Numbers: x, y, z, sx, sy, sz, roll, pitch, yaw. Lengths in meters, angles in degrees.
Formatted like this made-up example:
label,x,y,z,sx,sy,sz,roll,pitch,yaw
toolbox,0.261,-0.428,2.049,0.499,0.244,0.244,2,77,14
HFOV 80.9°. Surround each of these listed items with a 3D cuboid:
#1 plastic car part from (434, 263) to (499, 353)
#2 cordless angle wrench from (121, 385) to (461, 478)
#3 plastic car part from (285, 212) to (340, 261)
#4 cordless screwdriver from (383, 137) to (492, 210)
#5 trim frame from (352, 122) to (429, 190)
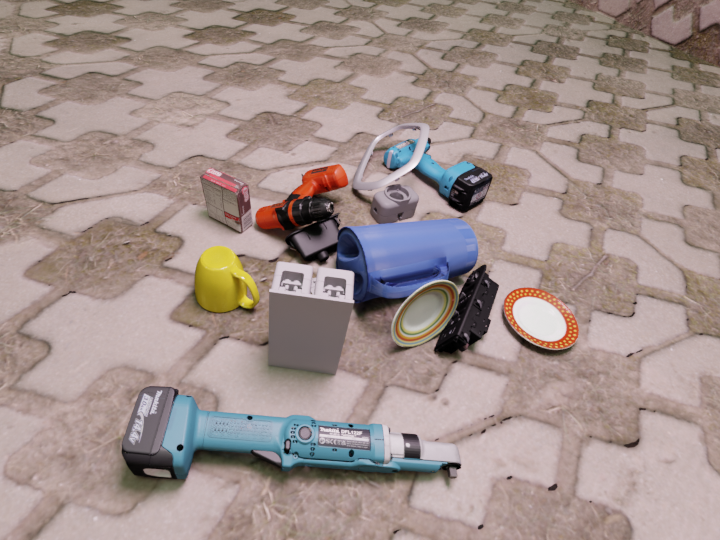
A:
label,x,y,z,sx,sy,sz,roll,pitch,yaw
plastic car part,0.196,0.066,0.731,0.068,0.066,0.203,28,49,3
cordless angle wrench,-0.077,0.223,0.548,0.420,0.073,0.101,6,47,-4
plastic car part,-0.080,-0.052,0.813,0.114,0.065,0.073,-28,72,-25
cordless screwdriver,0.196,-0.250,1.020,0.156,0.072,0.262,-32,55,-32
trim frame,0.067,-0.266,0.977,0.192,0.026,0.251,-9,46,32
